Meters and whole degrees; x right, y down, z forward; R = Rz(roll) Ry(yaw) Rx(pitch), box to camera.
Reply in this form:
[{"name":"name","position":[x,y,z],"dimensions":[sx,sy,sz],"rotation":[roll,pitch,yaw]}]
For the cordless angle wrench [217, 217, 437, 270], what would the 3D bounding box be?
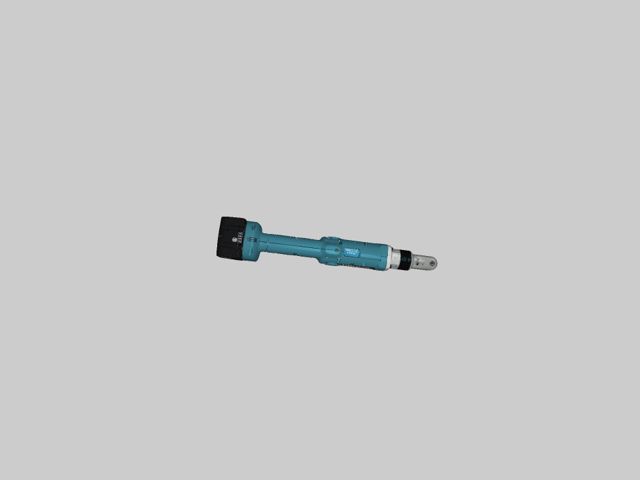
[{"name":"cordless angle wrench","position":[0.021,0.022,0.815],"dimensions":[0.423,0.074,0.098],"rotation":[7,-6,-7]}]
